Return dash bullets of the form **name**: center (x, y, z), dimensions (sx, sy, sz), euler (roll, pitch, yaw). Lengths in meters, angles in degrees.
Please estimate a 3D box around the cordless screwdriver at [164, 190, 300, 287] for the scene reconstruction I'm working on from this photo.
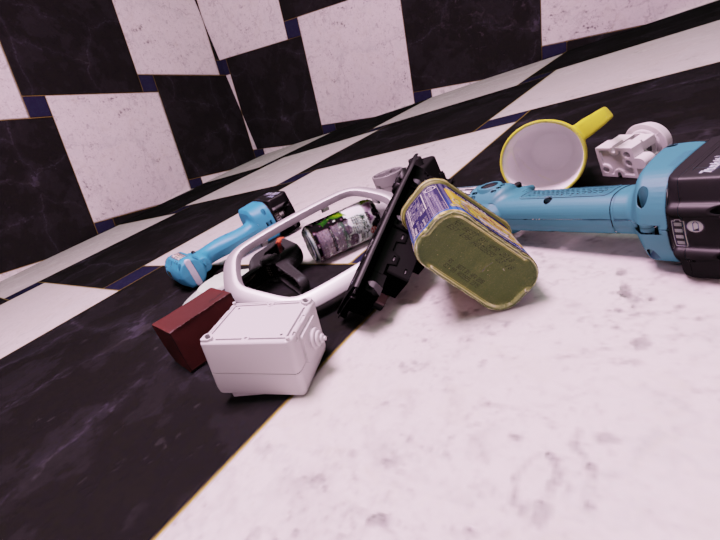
- **cordless screwdriver**: center (-0.244, -0.060, 0.785), dimensions (0.245, 0.072, 0.167), euler (-37, 26, -25)

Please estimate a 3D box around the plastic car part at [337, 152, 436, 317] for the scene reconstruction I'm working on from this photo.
- **plastic car part**: center (0.041, -0.040, 0.429), dimensions (0.068, 0.065, 0.205), euler (18, 58, 4)

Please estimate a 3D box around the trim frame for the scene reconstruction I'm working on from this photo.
- **trim frame**: center (-0.050, -0.033, 0.512), dimensions (0.245, 0.026, 0.195), euler (-34, 44, -16)

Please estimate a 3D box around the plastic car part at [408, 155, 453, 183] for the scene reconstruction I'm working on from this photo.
- **plastic car part**: center (0.098, -0.148, 0.672), dimensions (0.068, 0.069, 0.115), euler (-11, 20, 29)

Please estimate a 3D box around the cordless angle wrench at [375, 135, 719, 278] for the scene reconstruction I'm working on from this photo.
- **cordless angle wrench**: center (0.146, -0.066, 0.446), dimensions (0.096, 0.072, 0.443), euler (-32, 22, -25)
